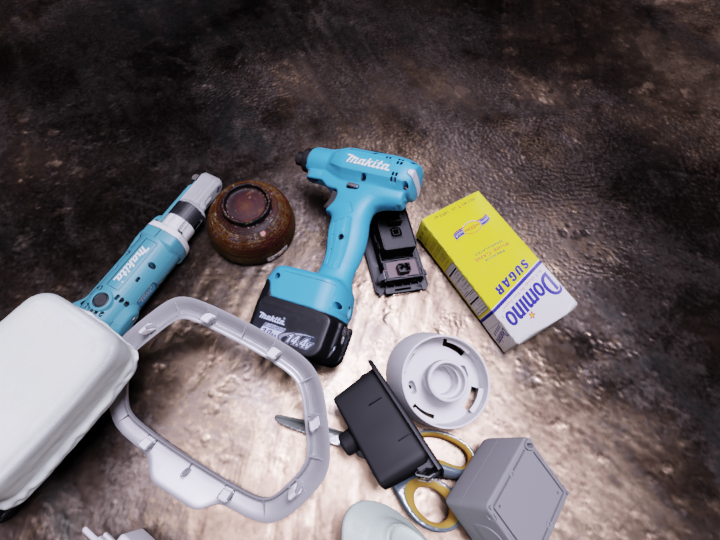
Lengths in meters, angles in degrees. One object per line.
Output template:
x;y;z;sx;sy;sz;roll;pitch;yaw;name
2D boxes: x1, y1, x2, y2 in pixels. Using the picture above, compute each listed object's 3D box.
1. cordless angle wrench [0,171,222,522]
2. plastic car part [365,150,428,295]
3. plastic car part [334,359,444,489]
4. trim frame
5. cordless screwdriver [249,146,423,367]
-0.282;0.044;0.471;0.100;0.072;0.424;23;63;9;cordless angle wrench
0.029;-0.073;0.536;0.066;0.065;0.210;-12;60;-3;plastic car part
0.017;0.155;0.402;0.070;0.063;0.123;-34;56;-10;plastic car part
-0.144;0.134;0.409;0.254;0.027;0.184;25;96;12;trim frame
-0.047;-0.030;0.476;0.166;0.071;0.250;18;75;25;cordless screwdriver
